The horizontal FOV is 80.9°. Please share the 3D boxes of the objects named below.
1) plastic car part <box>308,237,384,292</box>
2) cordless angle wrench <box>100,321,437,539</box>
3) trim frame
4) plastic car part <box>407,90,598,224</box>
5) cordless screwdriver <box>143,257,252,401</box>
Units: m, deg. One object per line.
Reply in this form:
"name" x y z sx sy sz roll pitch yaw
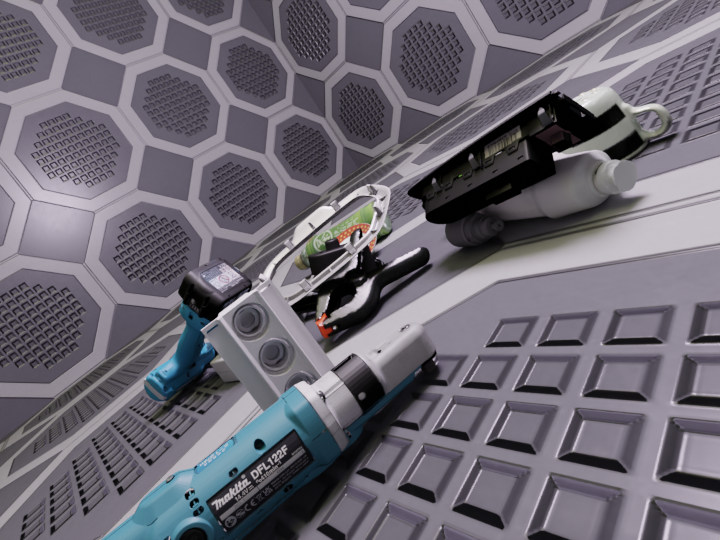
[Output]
"plastic car part" -0.027 -0.015 0.631 0.116 0.070 0.067 -14 8 -6
"cordless angle wrench" -0.109 0.165 0.275 0.417 0.097 0.076 -36 7 -18
"trim frame" -0.059 -0.039 0.604 0.250 0.026 0.191 -40 28 9
"plastic car part" 0.134 -0.098 0.445 0.063 0.068 0.209 10 -17 -32
"cordless screwdriver" -0.258 0.095 0.706 0.248 0.076 0.156 -57 -9 25
